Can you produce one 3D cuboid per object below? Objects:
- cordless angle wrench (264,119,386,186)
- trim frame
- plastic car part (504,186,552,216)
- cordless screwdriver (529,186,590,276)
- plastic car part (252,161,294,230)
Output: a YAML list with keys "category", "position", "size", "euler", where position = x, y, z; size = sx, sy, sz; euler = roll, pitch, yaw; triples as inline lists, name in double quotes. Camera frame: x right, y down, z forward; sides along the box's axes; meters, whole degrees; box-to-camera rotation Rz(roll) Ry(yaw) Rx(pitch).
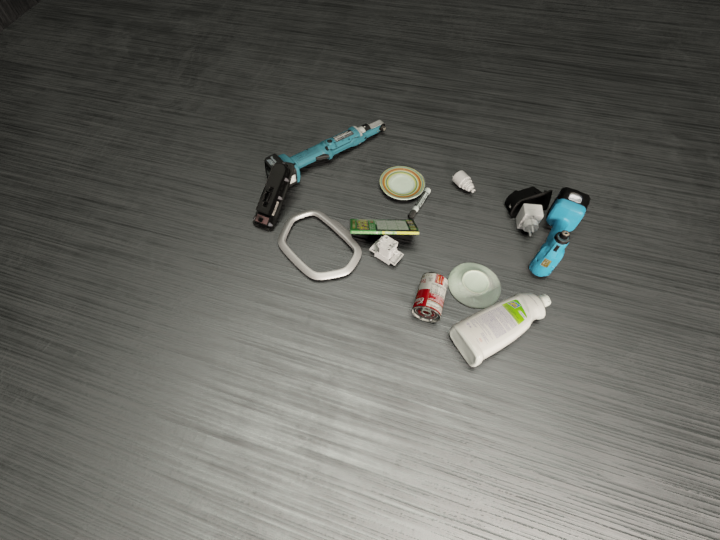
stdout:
- category: "cordless angle wrench"
  position: [-0.097, -0.382, 1.321]
  size: [0.416, 0.072, 0.102]
  euler: [-31, 62, -18]
- category: "trim frame"
  position: [-0.112, -0.073, 1.148]
  size: [0.182, 0.026, 0.260]
  euler: [-39, 62, -19]
- category: "plastic car part"
  position: [0.459, -0.200, 1.183]
  size: [0.116, 0.063, 0.074]
  euler: [-14, 44, -3]
- category: "cordless screwdriver"
  position: [0.508, -0.114, 1.063]
  size: [0.077, 0.154, 0.248]
  euler: [27, 60, 14]
- category: "plastic car part"
  position: [-0.248, -0.218, 1.180]
  size: [0.069, 0.064, 0.203]
  euler: [20, 85, 18]
